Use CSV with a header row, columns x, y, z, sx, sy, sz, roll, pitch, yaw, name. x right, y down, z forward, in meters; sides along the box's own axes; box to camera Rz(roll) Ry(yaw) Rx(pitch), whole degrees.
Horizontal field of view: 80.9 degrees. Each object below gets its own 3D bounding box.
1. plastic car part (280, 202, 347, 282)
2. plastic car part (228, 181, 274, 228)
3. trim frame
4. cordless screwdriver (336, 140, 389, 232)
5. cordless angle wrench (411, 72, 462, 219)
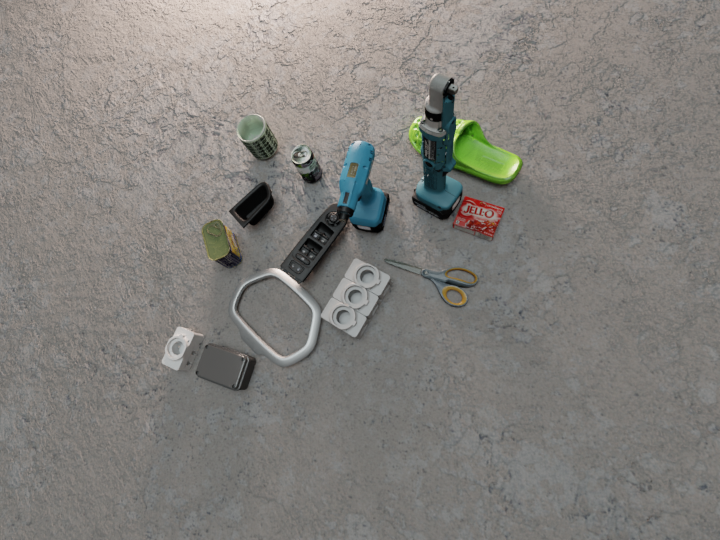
x,y,z,sx,sy,sz,roll,pitch,yaw,name
-0.096,-0.063,0.981,0.069,0.064,0.203,33,83,19,plastic car part
-0.256,-0.156,1.050,0.116,0.068,0.069,-43,70,-3,plastic car part
-0.200,0.103,0.973,0.259,0.026,0.184,38,84,22,trim frame
0.002,-0.141,0.887,0.076,0.240,0.160,11,76,13,cordless screwdriver
0.143,-0.215,0.785,0.102,0.408,0.074,34,83,17,cordless angle wrench
